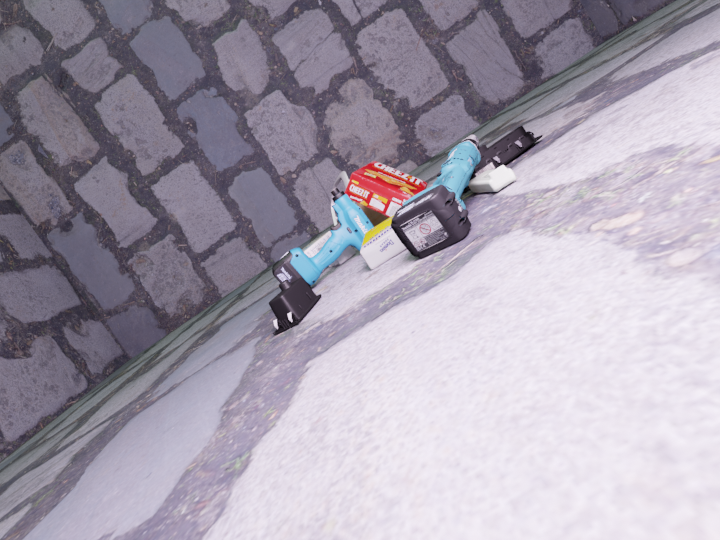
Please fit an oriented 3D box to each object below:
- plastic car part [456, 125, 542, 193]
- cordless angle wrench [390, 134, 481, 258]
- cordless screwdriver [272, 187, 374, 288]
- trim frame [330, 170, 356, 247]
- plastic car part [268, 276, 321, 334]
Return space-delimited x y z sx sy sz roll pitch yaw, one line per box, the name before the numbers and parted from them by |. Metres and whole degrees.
plastic car part | 0.281 -0.240 0.896 0.203 0.067 0.066 -31 0 3
cordless angle wrench | 0.165 -0.167 0.743 0.100 0.073 0.421 -29 17 37
cordless screwdriver | -0.094 -0.062 0.962 0.248 0.158 0.075 -36 5 -3
trim frame | -0.046 -0.157 1.147 0.027 0.259 0.181 0 -44 -21
plastic car part | -0.126 0.053 0.776 0.067 0.070 0.116 -29 13 29
